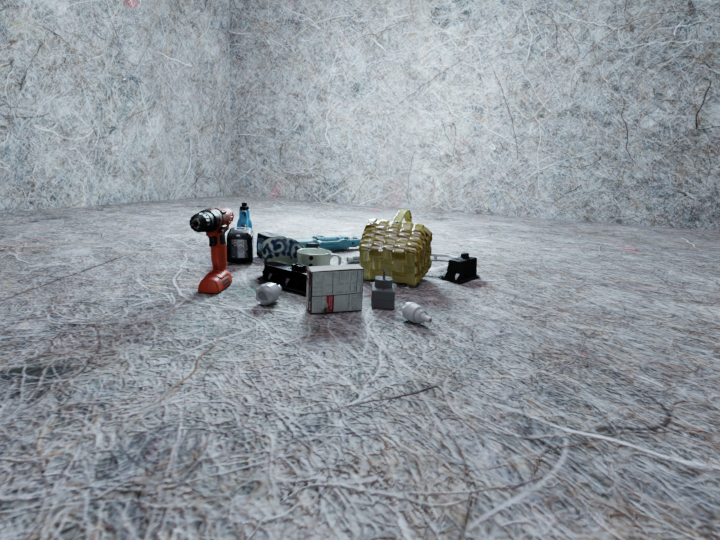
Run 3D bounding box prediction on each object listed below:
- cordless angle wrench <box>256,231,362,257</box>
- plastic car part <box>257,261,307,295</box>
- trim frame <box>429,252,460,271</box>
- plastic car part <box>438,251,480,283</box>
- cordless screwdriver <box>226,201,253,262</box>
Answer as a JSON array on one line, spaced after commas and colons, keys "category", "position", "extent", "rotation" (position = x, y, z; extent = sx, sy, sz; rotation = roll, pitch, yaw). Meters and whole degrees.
[{"category": "cordless angle wrench", "position": [-0.137, -0.089, 1.396], "extent": [0.405, 0.073, 0.103], "rotation": [-5, 15, -36]}, {"category": "plastic car part", "position": [-0.161, 0.016, 0.988], "extent": [0.213, 0.066, 0.064], "rotation": [8, 20, 34]}, {"category": "trim frame", "position": [0.213, -0.022, 1.249], "extent": [0.194, 0.027, 0.238], "rotation": [11, 15, 37]}, {"category": "plastic car part", "position": [0.270, -0.011, 1.121], "extent": [0.112, 0.070, 0.070], "rotation": [-14, 21, -41]}, {"category": "cordless screwdriver", "position": [-0.363, -0.119, 1.299], "extent": [0.073, 0.157, 0.256], "rotation": [0, 15, -11]}]
